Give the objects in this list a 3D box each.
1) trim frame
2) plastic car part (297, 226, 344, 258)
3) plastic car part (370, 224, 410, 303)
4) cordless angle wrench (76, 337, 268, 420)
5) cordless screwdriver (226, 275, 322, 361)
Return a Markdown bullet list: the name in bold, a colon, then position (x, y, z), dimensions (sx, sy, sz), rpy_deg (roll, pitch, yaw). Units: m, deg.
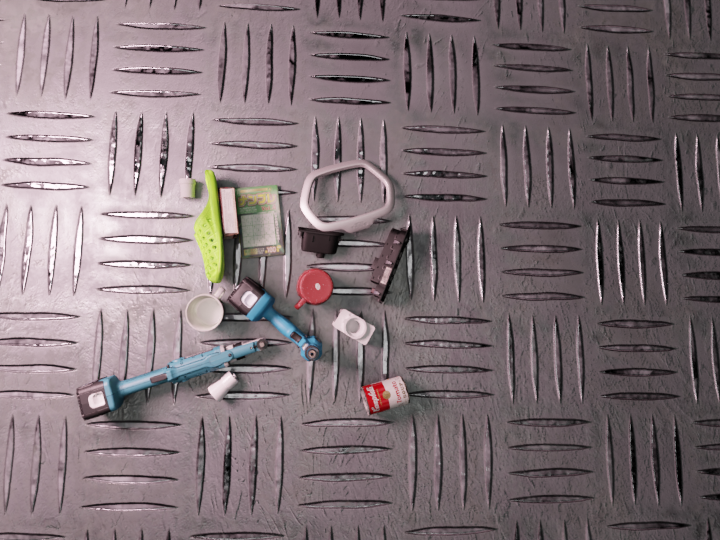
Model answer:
- **trim frame**: position (-0.031, -0.186, 1.057), dimensions (0.244, 0.027, 0.188), rpy_deg (-18, 75, -14)
- **plastic car part**: position (-0.102, -0.067, 1.046), dimensions (0.115, 0.067, 0.070), rpy_deg (10, 100, -7)
- **plastic car part**: position (0.070, -0.022, 1.050), dimensions (0.070, 0.063, 0.203), rpy_deg (24, 84, 22)
- **cordless angle wrench**: position (-0.420, 0.232, 0.981), dimensions (0.418, 0.099, 0.075), rpy_deg (-17, 88, -10)
- **cordless screwdriver**: position (-0.189, 0.118, 0.966), dimensions (0.250, 0.159, 0.074), rpy_deg (39, 83, 1)
